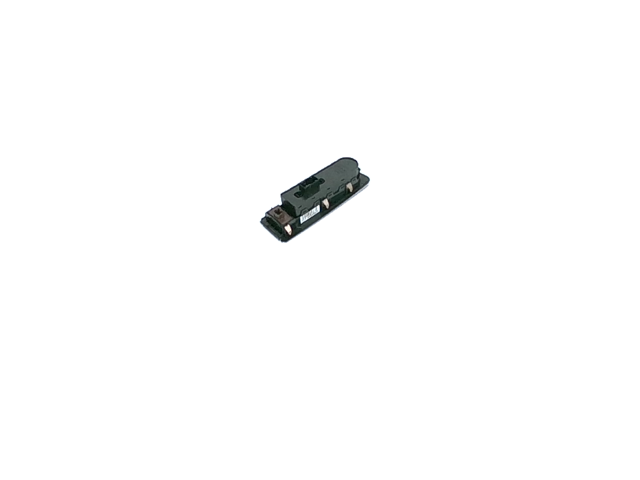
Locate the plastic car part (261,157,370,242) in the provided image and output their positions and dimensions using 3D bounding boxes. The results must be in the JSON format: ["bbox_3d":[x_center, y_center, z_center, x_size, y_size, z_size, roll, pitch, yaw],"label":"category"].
[{"bbox_3d":[-0.003,-0.081,0.701,0.202,0.067,0.066,-33,47,-26],"label":"plastic car part"}]
